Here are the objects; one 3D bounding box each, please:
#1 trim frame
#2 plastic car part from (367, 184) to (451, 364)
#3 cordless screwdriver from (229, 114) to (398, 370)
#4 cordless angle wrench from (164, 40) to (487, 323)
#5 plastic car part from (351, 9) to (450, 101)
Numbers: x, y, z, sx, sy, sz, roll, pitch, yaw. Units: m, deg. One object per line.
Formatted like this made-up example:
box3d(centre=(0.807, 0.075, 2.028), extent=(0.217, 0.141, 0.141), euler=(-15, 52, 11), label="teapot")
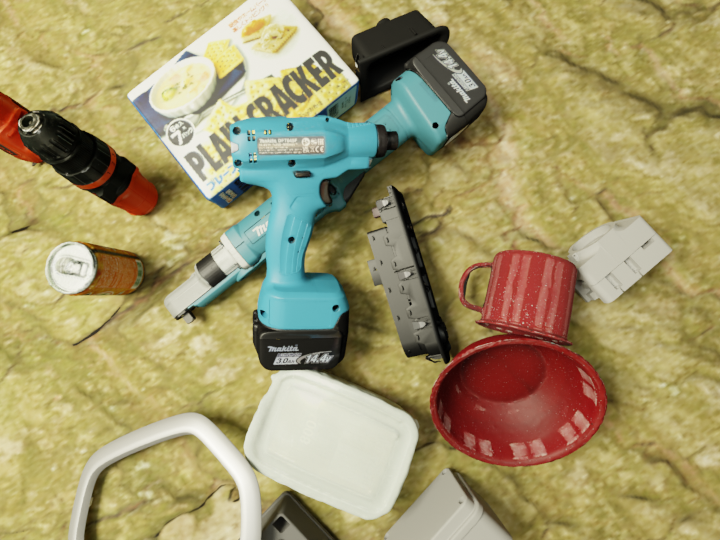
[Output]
box3d(centre=(-0.211, 0.259, 0.444), extent=(0.251, 0.026, 0.190), euler=(-26, 70, 10), label="trim frame")
box3d(centre=(0.049, 0.011, 0.469), extent=(0.068, 0.065, 0.205), euler=(-21, 84, 8), label="plastic car part")
box3d(centre=(-0.042, -0.027, 0.428), extent=(0.157, 0.077, 0.244), euler=(-3, 106, -9), label="cordless screwdriver")
box3d(centre=(-0.054, -0.086, 0.483), extent=(0.423, 0.074, 0.099), euler=(-38, 87, 1), label="cordless angle wrench")
box3d(centre=(0.036, -0.268, 0.505), extent=(0.116, 0.064, 0.073), euler=(-29, 72, -5), label="plastic car part")
